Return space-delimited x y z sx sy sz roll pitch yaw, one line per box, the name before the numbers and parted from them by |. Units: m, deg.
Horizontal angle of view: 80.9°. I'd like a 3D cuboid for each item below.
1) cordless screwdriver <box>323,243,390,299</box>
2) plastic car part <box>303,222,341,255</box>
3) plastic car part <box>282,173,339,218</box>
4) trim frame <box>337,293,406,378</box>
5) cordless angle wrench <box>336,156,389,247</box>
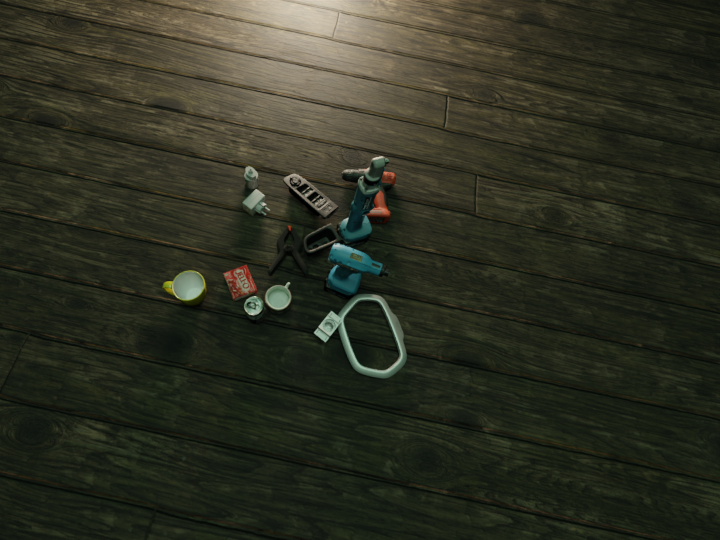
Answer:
cordless screwdriver | -0.018 0.013 1.171 0.160 0.246 0.075 22 68 0
plastic car part | -0.127 -0.083 1.298 0.115 0.070 0.068 -28 74 -16
plastic car part | -0.165 -0.236 1.362 0.208 0.066 0.066 43 69 12
trim frame | 0.035 0.186 1.220 0.181 0.027 0.256 -18 70 -12
cordless angle wrench | 0.006 -0.181 1.162 0.096 0.418 0.076 -15 73 -15
